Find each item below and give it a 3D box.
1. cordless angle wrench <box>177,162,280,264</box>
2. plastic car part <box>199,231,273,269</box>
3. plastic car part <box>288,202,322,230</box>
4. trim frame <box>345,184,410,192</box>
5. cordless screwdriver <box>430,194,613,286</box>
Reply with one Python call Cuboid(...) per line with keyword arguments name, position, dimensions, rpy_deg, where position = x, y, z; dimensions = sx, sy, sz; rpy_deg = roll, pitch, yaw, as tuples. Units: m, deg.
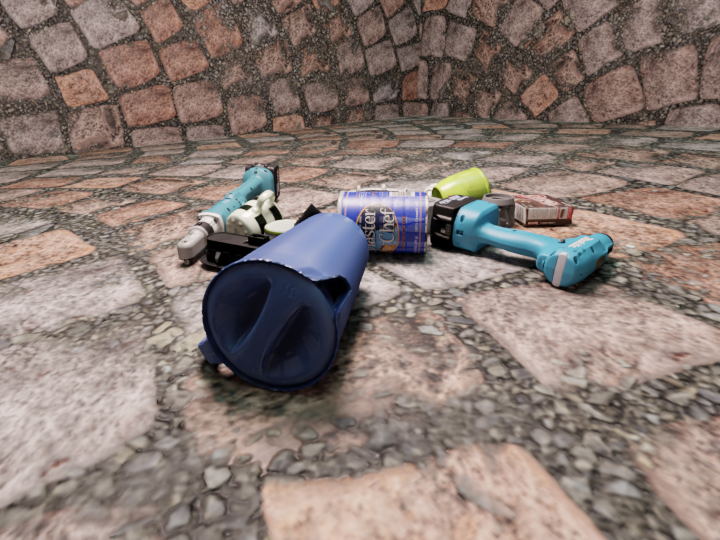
Cuboid(name="cordless angle wrench", position=(-0.262, -0.129, 0.869), dimensions=(0.075, 0.095, 0.427), rpy_deg=(4, 28, 6))
Cuboid(name="plastic car part", position=(-0.172, -0.025, 0.659), dimensions=(0.212, 0.065, 0.065), rpy_deg=(7, 31, 28))
Cuboid(name="plastic car part", position=(-0.064, -0.042, 0.652), dimensions=(0.066, 0.112, 0.074), rpy_deg=(-54, 24, -11))
Cuboid(name="trim frame", position=(0.044, -0.169, 0.993), dimensions=(0.182, 0.027, 0.258), rpy_deg=(-8, 26, -8))
Cuboid(name="cordless screwdriver", position=(0.246, -0.058, 0.667), dimensions=(0.154, 0.072, 0.263), rpy_deg=(-21, 33, -37))
